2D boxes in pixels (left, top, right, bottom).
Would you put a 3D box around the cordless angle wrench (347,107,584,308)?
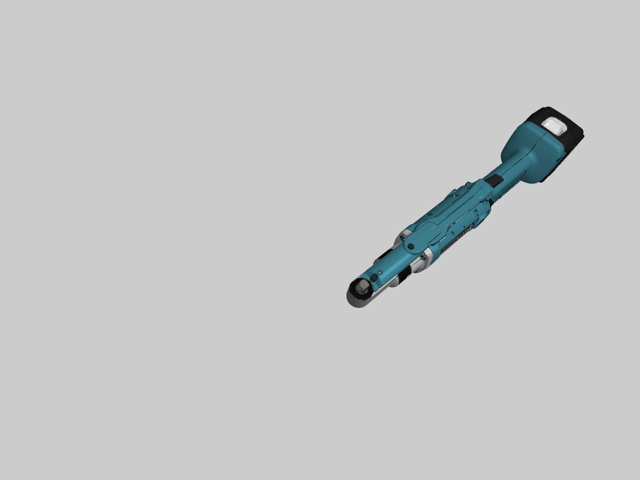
[{"bbox_3d":[0.190,-0.043,0.553,0.422,0.074,0.098,-35,-21,-24],"label":"cordless angle wrench"}]
